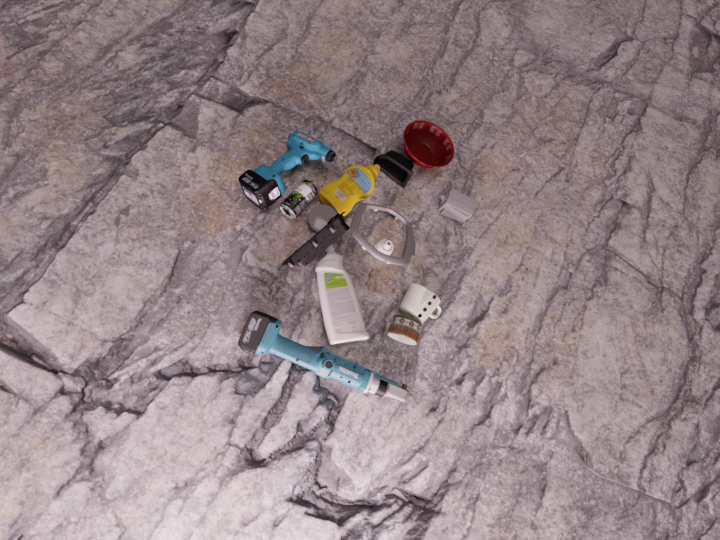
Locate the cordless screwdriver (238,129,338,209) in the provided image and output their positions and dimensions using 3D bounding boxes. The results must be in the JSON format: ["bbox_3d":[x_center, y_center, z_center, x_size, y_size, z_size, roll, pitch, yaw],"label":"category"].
[{"bbox_3d":[-0.187,-0.264,1.112,0.167,0.071,0.247,31,67,26],"label":"cordless screwdriver"}]

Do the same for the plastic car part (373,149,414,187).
[{"bbox_3d":[0.105,-0.304,1.207,0.118,0.066,0.070,40,55,7],"label":"plastic car part"}]

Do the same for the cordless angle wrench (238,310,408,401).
[{"bbox_3d":[-0.081,0.221,1.002,0.420,0.074,0.098,24,71,-3],"label":"cordless angle wrench"}]

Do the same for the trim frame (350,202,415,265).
[{"bbox_3d":[0.063,-0.098,1.085,0.183,0.027,0.252,23,35,-5],"label":"trim frame"}]

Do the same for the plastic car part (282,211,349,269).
[{"bbox_3d":[-0.103,-0.067,1.049,0.203,0.065,0.068,-44,85,6],"label":"plastic car part"}]
